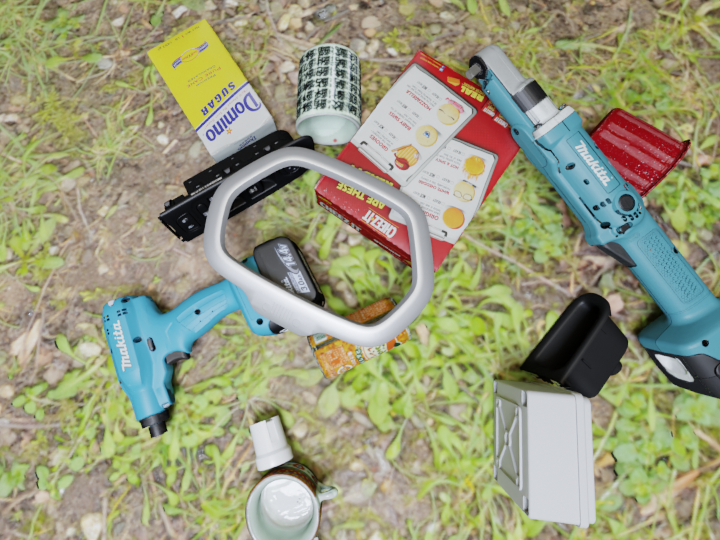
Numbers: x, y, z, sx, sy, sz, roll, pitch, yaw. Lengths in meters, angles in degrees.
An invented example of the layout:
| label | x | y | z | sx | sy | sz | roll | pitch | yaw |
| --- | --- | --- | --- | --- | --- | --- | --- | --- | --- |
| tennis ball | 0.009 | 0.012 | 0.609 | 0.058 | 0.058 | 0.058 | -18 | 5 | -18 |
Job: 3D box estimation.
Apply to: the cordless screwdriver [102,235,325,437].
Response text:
| label | x | y | z | sx | sy | sz | roll | pitch | yaw |
| --- | --- | --- | --- | --- | --- | --- | --- | --- | --- |
| cordless screwdriver | -0.160 | 0.071 | 0.478 | 0.249 | 0.073 | 0.162 | -23 | 78 | 2 |

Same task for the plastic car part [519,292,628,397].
| label | x | y | z | sx | sy | sz | roll | pitch | yaw |
| --- | --- | --- | --- | --- | --- | --- | --- | --- | --- |
| plastic car part | 0.247 | 0.089 | 0.459 | 0.116 | 0.067 | 0.070 | -45 | 97 | -10 |

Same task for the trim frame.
| label | x | y | z | sx | sy | sz | roll | pitch | yaw |
| --- | --- | --- | --- | --- | --- | --- | --- | --- | --- |
| trim frame | -0.043 | -0.028 | 0.437 | 0.251 | 0.027 | 0.184 | 26 | 77 | 5 |

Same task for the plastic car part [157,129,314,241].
| label | x | y | z | sx | sy | sz | roll | pitch | yaw |
| --- | --- | --- | --- | --- | --- | --- | --- | --- | --- |
| plastic car part | -0.150 | -0.113 | 0.525 | 0.203 | 0.063 | 0.070 | -27 | 55 | -1 |

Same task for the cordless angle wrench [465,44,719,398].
| label | x | y | z | sx | sy | sz | roll | pitch | yaw |
| --- | --- | --- | --- | --- | --- | --- | --- | --- | --- |
| cordless angle wrench | 0.256 | -0.064 | 0.439 | 0.098 | 0.074 | 0.424 | -37 | 89 | -5 |
